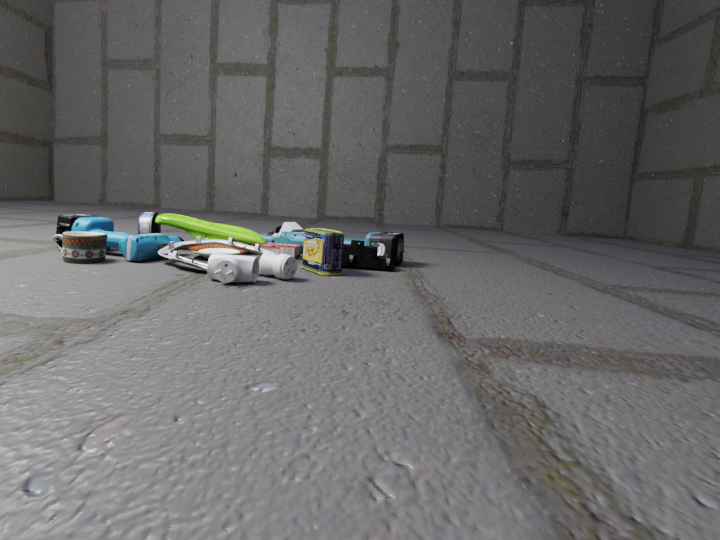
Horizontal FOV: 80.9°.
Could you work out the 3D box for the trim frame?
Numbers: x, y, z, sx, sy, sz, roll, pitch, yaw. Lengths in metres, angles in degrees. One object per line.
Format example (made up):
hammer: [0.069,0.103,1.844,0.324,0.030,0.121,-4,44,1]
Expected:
trim frame: [-0.283,-0.034,0.842,0.260,0.027,0.179,15,23,26]

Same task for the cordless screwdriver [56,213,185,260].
cordless screwdriver: [-0.524,-0.071,0.928,0.257,0.074,0.155,11,10,18]

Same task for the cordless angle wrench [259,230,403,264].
cordless angle wrench: [-0.106,-0.069,1.086,0.439,0.074,0.095,5,8,22]

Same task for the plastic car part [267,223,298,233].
plastic car part: [-0.242,-0.100,1.263,0.074,0.066,0.112,-9,2,38]

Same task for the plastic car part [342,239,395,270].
plastic car part: [-0.026,-0.035,0.937,0.205,0.066,0.067,2,15,5]
